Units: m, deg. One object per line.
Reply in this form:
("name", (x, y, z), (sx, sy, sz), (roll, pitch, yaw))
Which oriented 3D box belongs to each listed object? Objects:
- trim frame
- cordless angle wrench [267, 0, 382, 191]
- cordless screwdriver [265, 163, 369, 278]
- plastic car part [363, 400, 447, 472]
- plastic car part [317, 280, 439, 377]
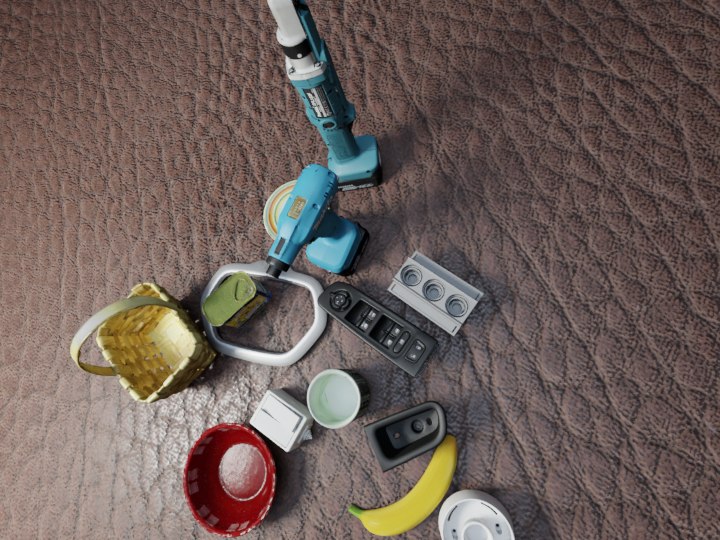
("trim frame", (-0.179, 0.071, 0.766), (0.256, 0.026, 0.186), (7, 77, 18))
("cordless angle wrench", (-0.044, -0.232, 0.610), (0.100, 0.407, 0.076), (-6, 76, 10))
("cordless screwdriver", (-0.064, -0.042, 0.650), (0.077, 0.240, 0.159), (23, 82, 16))
("plastic car part", (0.075, 0.236, 0.623), (0.117, 0.068, 0.068), (-27, 71, 6))
("plastic car part", (0.023, 0.087, 0.683), (0.211, 0.064, 0.066), (33, 85, 21))
